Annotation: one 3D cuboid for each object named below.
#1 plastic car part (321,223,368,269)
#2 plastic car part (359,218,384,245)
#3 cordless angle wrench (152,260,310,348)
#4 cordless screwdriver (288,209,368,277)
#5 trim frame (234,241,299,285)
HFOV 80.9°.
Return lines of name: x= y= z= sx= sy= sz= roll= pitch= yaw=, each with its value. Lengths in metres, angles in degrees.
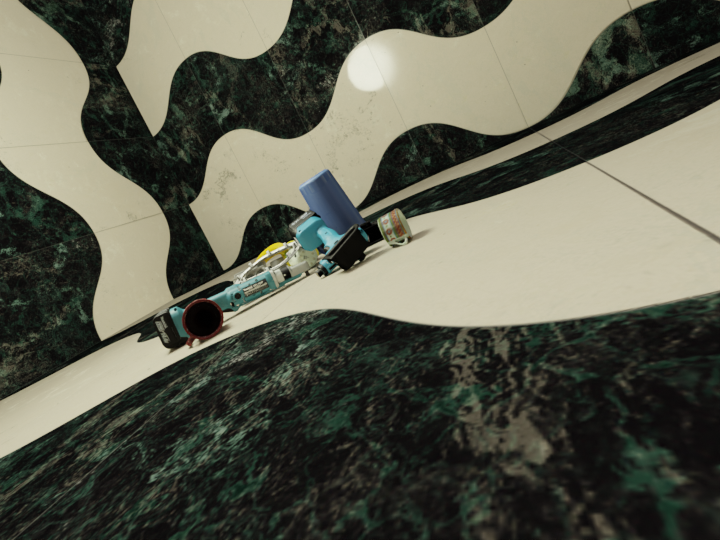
plastic car part: x=-0.022 y=-0.046 z=0.977 sx=0.116 sy=0.069 sz=0.068 roll=-46 pitch=14 yaw=-15
plastic car part: x=0.010 y=-0.093 z=1.160 sx=0.204 sy=0.065 sz=0.068 roll=-29 pitch=23 yaw=6
cordless angle wrench: x=-0.326 y=0.070 z=1.119 sx=0.417 sy=0.097 sz=0.076 roll=-26 pitch=3 yaw=-14
cordless screwdriver: x=-0.110 y=-0.072 z=1.121 sx=0.158 sy=0.071 sz=0.263 roll=-44 pitch=37 yaw=-16
trim frame: x=-0.280 y=-0.023 z=1.265 sx=0.256 sy=0.026 sz=0.185 roll=-19 pitch=27 yaw=31
